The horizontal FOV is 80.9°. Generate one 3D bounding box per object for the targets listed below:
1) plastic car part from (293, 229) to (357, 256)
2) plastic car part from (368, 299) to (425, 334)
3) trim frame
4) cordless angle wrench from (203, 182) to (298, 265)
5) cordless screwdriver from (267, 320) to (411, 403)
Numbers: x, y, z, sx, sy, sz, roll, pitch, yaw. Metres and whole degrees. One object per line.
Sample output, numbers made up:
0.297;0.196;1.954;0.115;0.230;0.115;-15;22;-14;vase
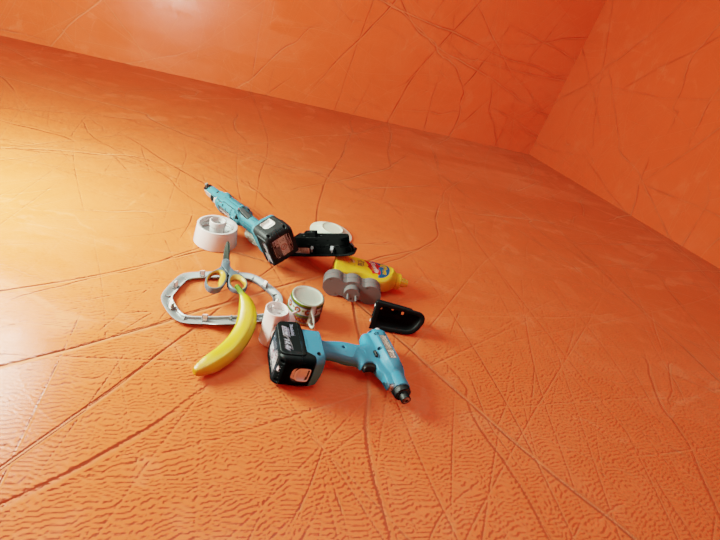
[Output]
-0.103;-0.068;1.057;0.211;0.066;0.065;6;17;25;plastic car part
0.075;0.098;0.942;0.114;0.065;0.073;13;15;-14;plastic car part
-0.280;0.053;0.873;0.239;0.027;0.194;2;33;-26;trim frame
-0.319;-0.149;1.125;0.073;0.094;0.448;-35;45;-22;cordless angle wrench
-0.035;0.168;0.753;0.239;0.073;0.167;6;31;-24;cordless screwdriver
